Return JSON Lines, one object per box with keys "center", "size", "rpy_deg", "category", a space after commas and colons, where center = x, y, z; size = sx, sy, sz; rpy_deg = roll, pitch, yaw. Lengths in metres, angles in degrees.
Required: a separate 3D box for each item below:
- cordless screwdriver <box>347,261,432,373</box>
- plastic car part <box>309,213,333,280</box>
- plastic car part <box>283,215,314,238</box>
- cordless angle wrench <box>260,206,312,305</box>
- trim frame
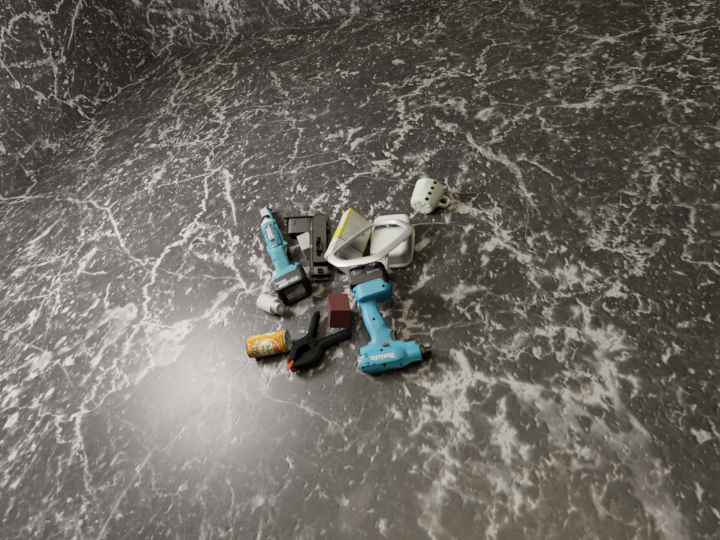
{"center": [0.060, 0.102, 0.980], "size": [0.161, 0.071, 0.257], "rpy_deg": [-14, 63, 9], "category": "cordless screwdriver"}
{"center": [-0.117, -0.076, 1.196], "size": [0.067, 0.064, 0.208], "rpy_deg": [-6, 66, 9], "category": "plastic car part"}
{"center": [-0.181, -0.128, 1.321], "size": [0.120, 0.063, 0.072], "rpy_deg": [0, 65, 16], "category": "plastic car part"}
{"center": [-0.254, -0.073, 1.290], "size": [0.098, 0.071, 0.445], "rpy_deg": [-27, 44, -4], "category": "cordless angle wrench"}
{"center": [0.027, -0.071, 1.080], "size": [0.194, 0.026, 0.244], "rpy_deg": [9, 40, 43], "category": "trim frame"}
